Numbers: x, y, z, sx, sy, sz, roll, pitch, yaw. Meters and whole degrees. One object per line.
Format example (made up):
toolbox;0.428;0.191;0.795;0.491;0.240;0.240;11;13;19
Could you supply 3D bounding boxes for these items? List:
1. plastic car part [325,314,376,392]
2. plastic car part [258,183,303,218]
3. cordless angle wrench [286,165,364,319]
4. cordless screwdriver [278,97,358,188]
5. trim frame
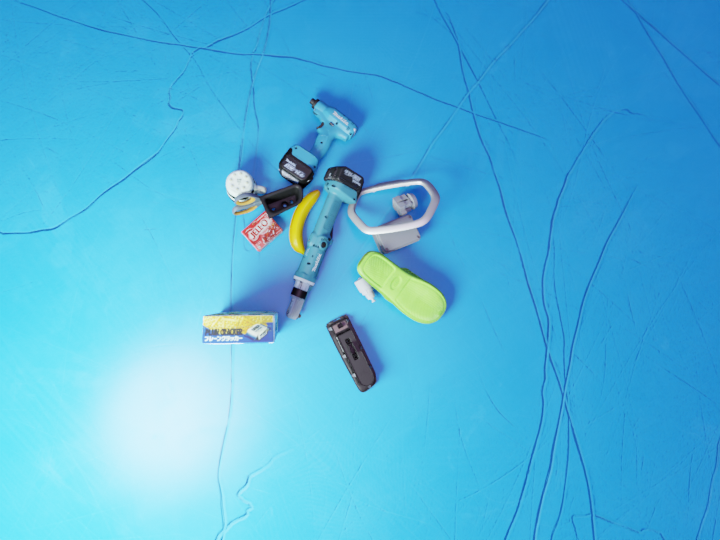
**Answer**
plastic car part;-0.015;0.219;1.105;0.065;0.068;0.204;-25;87;-16
plastic car part;-0.210;-0.183;1.146;0.114;0.071;0.067;-25;85;-16
cordless angle wrench;-0.110;-0.072;1.129;0.093;0.078;0.424;25;82;-35
cordless screwdriver;-0.139;-0.361;1.182;0.160;0.074;0.248;38;77;2
trim frame;0.087;-0.178;1.144;0.253;0.026;0.190;-10;57;13
